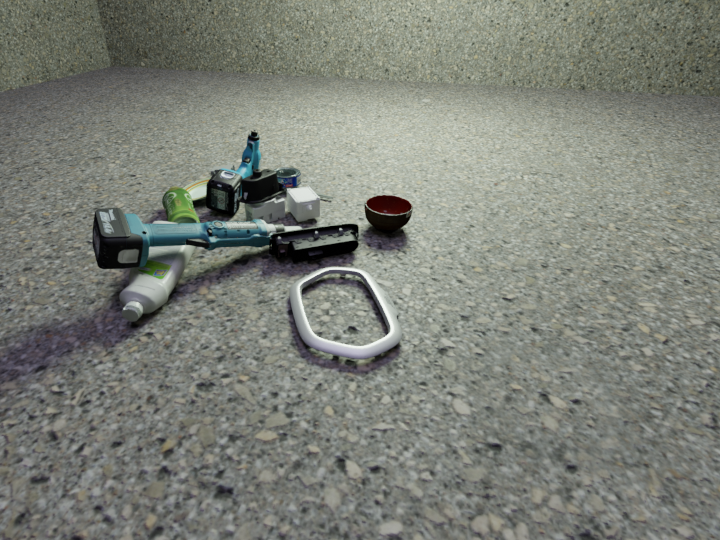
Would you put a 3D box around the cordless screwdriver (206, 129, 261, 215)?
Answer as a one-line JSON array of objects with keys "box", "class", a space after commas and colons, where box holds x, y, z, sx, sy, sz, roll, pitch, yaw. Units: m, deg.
[{"box": [-0.320, -0.262, 1.112, 0.074, 0.156, 0.252, 16, 36, -2], "class": "cordless screwdriver"}]

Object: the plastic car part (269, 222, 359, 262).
[{"box": [-0.087, -0.057, 0.894, 0.198, 0.064, 0.071, -14, 46, -20], "class": "plastic car part"}]

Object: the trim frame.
[{"box": [-0.027, 0.066, 0.742, 0.181, 0.027, 0.260, -10, 33, -13], "class": "trim frame"}]

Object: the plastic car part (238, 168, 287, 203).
[{"box": [-0.239, -0.209, 1.012, 0.069, 0.069, 0.114, 22, 36, 29], "class": "plastic car part"}]

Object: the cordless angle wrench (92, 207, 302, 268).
[{"box": [-0.290, -0.070, 0.839, 0.404, 0.074, 0.103, -6, 45, -38], "class": "cordless angle wrench"}]
